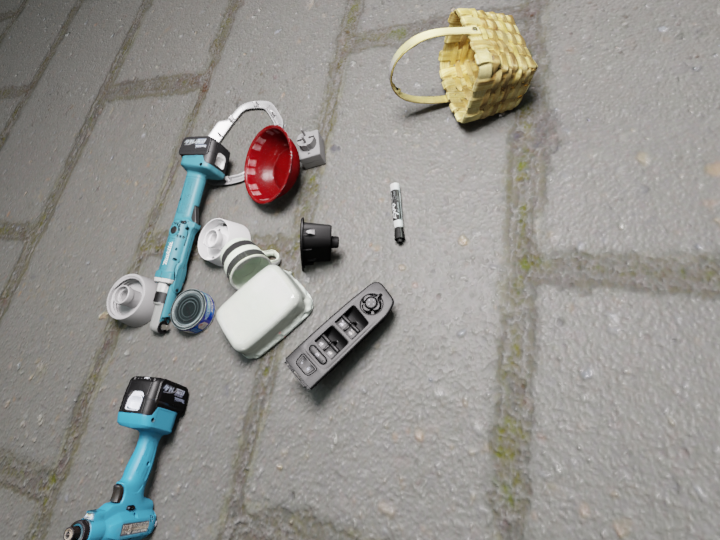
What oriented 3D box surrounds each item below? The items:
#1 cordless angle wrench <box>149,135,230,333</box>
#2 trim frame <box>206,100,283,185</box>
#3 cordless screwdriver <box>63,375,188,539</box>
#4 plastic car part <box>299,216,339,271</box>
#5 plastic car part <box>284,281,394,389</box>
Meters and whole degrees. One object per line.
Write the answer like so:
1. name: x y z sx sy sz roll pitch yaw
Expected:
1. cordless angle wrench: -0.379 -0.080 0.902 0.102 0.071 0.427 5 76 22
2. trim frame: -0.286 -0.305 0.998 0.193 0.026 0.248 26 80 29
3. cordless screwdriver: -0.376 0.303 0.691 0.076 0.151 0.254 -3 65 17
4. plastic car part: -0.075 -0.049 0.764 0.070 0.115 0.067 2 67 -7
5. plastic car part: -0.023 0.107 0.690 0.202 0.063 0.070 -45 54 -7
